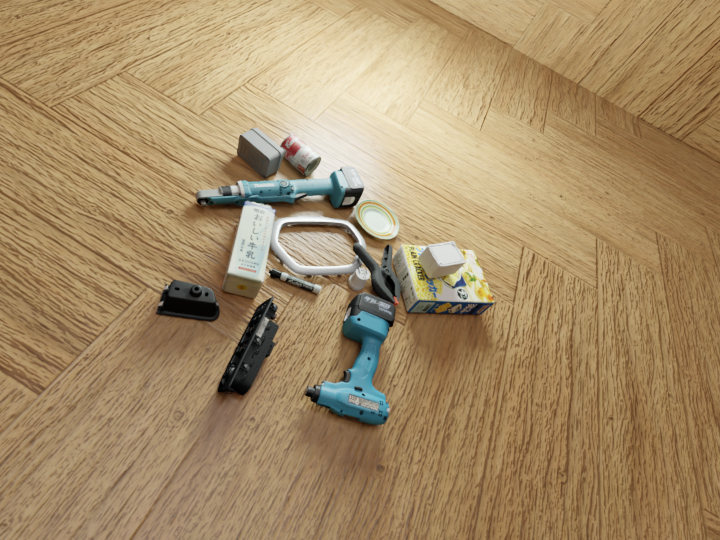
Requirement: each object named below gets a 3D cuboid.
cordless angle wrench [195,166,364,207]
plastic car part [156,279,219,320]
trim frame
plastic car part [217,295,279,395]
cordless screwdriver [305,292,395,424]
[{"bbox_3d":[-0.196,-0.198,1.059,0.409,0.074,0.102,-9,59,-25],"label":"cordless angle wrench"},{"bbox_3d":[-0.325,0.051,0.812,0.114,0.070,0.068,11,53,-12],"label":"plastic car part"},{"bbox_3d":[-0.100,-0.065,1.021,0.240,0.027,0.191,-4,57,-22],"label":"trim frame"},{"bbox_3d":[-0.203,0.149,0.797,0.065,0.068,0.204,45,44,-22],"label":"plastic car part"},{"bbox_3d":[-0.014,0.165,0.848,0.157,0.074,0.254,17,54,-10],"label":"cordless screwdriver"}]
